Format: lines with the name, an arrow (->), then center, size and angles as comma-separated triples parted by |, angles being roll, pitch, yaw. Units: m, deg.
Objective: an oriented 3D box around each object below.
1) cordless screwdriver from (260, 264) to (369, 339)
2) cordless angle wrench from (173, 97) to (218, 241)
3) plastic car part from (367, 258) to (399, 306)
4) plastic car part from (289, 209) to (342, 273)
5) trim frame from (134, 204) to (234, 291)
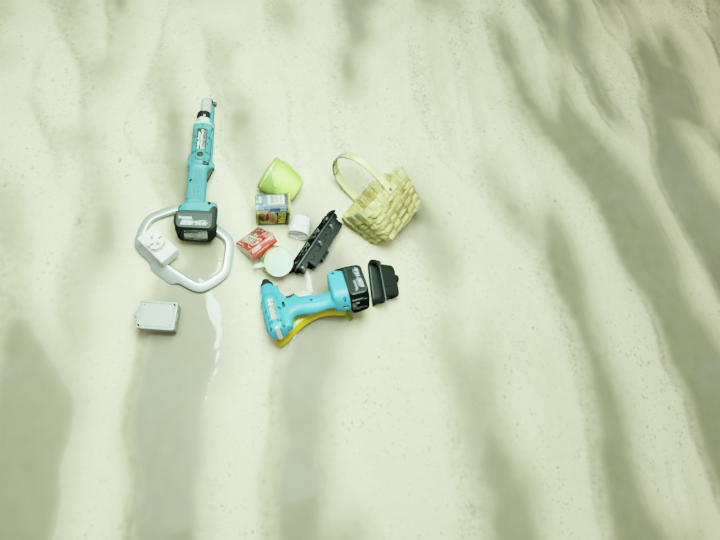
cordless screwdriver -> -0.112, 0.053, 0.987 | 0.247, 0.071, 0.167 | -18, 49, -6
cordless angle wrench -> -0.404, -0.277, 1.073 | 0.096, 0.074, 0.435 | 1, 64, -14
plastic car part -> 0.064, 0.027, 1.064 | 0.068, 0.067, 0.119 | 6, 67, -26
plastic car part -> -0.104, -0.068, 1.063 | 0.066, 0.067, 0.203 | 32, 69, -12
trim frame -> -0.423, -0.056, 1.025 | 0.249, 0.027, 0.184 | 34, 68, 1
